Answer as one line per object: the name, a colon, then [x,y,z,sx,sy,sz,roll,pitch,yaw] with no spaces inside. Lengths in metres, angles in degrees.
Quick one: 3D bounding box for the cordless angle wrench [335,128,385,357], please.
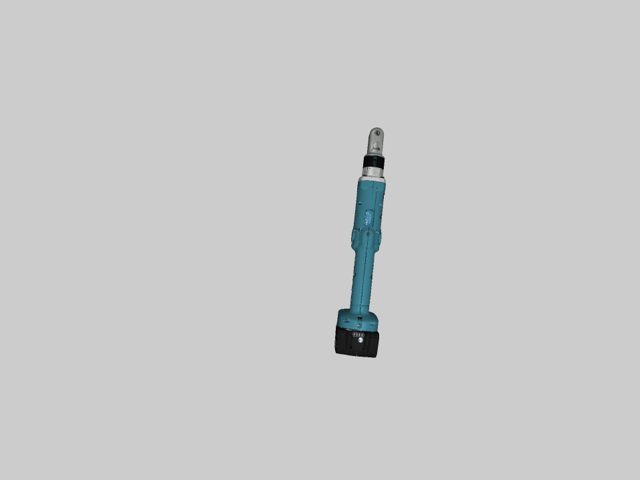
cordless angle wrench: [0.085,-0.003,0.791,0.074,0.422,0.098,6,-4,1]
